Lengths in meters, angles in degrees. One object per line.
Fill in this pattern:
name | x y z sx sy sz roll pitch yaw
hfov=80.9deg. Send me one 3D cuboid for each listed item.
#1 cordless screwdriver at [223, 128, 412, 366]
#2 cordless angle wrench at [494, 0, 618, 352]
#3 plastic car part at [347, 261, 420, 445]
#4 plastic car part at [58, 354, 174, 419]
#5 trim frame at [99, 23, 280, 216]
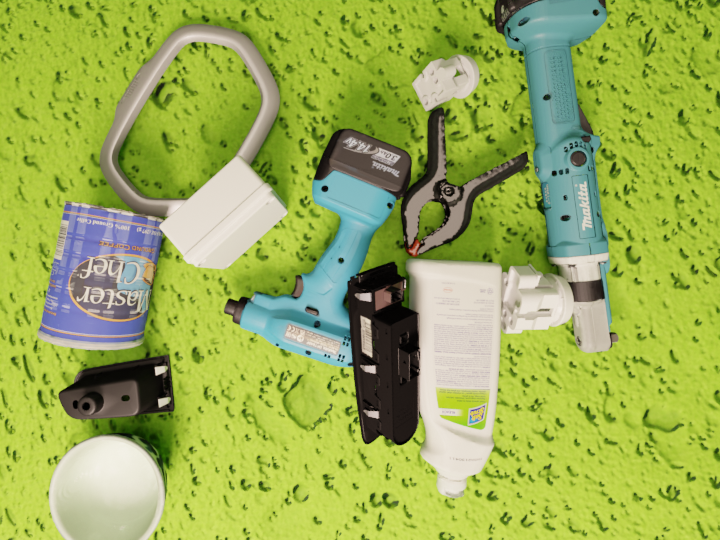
cordless screwdriver | -0.046 -0.030 0.471 0.160 0.074 0.248 18 92 2
cordless angle wrench | 0.228 -0.120 0.468 0.098 0.074 0.423 -7 89 0
plastic car part | 0.032 0.098 0.437 0.071 0.064 0.198 19 118 40
plastic car part | -0.278 0.139 0.470 0.116 0.071 0.066 -7 88 -3
trim frame | -0.206 -0.178 0.507 0.185 0.027 0.248 30 90 2
